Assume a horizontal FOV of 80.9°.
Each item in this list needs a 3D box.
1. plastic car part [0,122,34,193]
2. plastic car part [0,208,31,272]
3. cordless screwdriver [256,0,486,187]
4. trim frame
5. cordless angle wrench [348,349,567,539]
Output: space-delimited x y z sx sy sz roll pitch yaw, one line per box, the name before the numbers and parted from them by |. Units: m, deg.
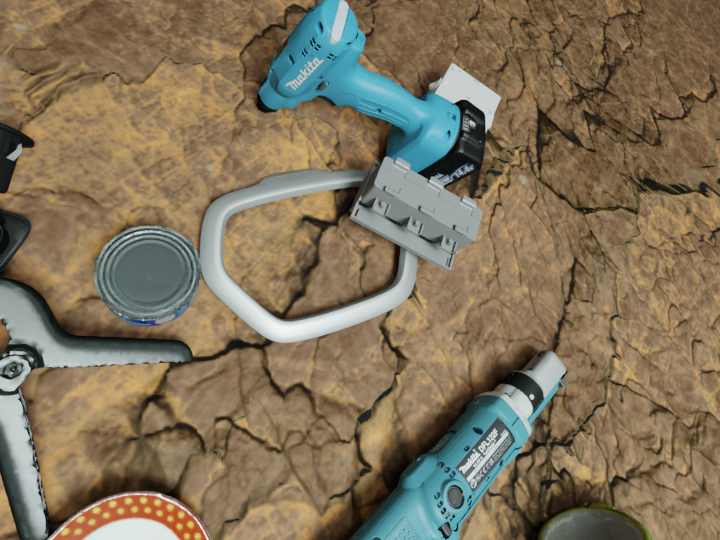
plastic car part | -0.350 -0.095 0.352 0.113 0.068 0.071 11 82 -20
plastic car part | -0.335 0.024 0.305 0.066 0.067 0.204 24 60 -4
cordless screwdriver | 0.011 -0.174 0.479 0.237 0.164 0.075 24 66 -29
trim frame | -0.044 -0.029 0.447 0.242 0.028 0.188 -17 76 -23
cordless angle wrench | 0.067 0.197 0.370 0.414 0.075 0.099 -34 85 -30
